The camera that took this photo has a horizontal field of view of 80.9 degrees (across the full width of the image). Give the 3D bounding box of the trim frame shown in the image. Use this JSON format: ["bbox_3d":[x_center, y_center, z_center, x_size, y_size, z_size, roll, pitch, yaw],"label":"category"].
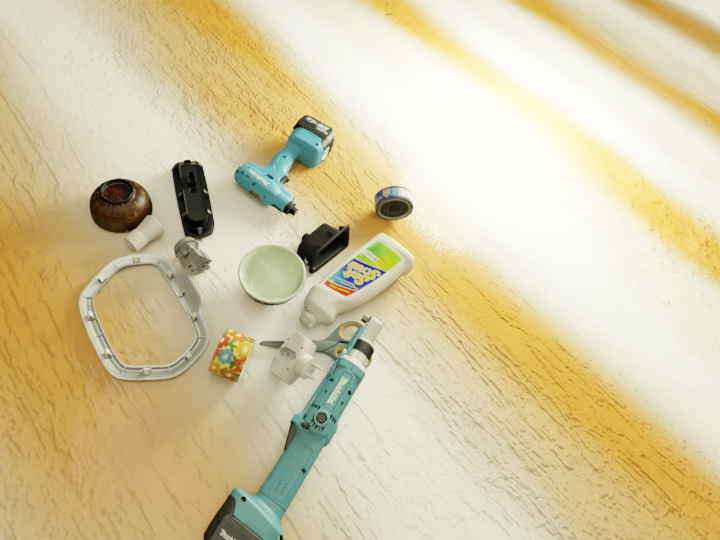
[{"bbox_3d":[-0.367,0.071,0.723,0.179,0.027,0.258,-27,65,-28],"label":"trim frame"}]

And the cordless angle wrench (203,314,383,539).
[{"bbox_3d":[-0.068,0.234,0.654,0.099,0.073,0.421,32,56,6],"label":"cordless angle wrench"}]

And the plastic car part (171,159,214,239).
[{"bbox_3d":[-0.338,-0.155,0.860,0.064,0.067,0.210,-5,61,-27],"label":"plastic car part"}]

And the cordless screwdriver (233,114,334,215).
[{"bbox_3d":[-0.145,-0.234,0.951,0.162,0.073,0.247,35,60,9],"label":"cordless screwdriver"}]

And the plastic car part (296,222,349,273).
[{"bbox_3d":[-0.084,-0.055,0.859,0.074,0.064,0.114,36,58,27],"label":"plastic car part"}]
